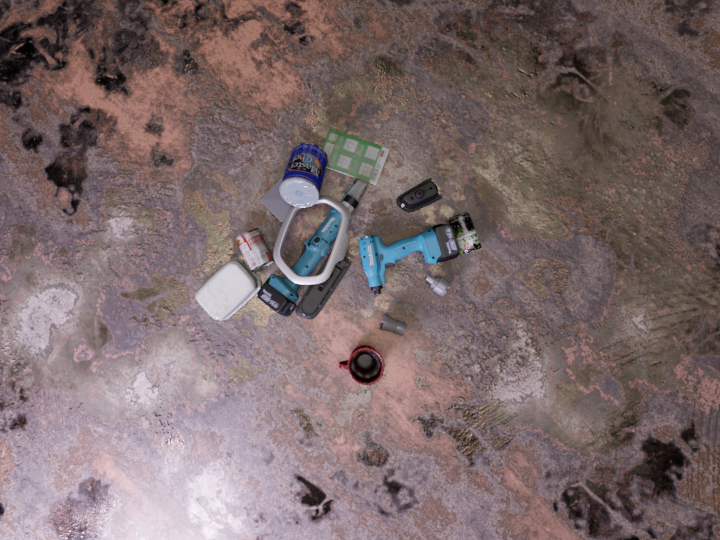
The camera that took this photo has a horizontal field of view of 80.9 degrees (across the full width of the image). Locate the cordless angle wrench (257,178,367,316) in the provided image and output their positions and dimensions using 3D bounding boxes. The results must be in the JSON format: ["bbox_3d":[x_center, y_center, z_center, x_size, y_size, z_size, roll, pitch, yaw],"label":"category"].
[{"bbox_3d":[-0.111,-0.072,1.133,0.102,0.071,0.422,34,84,24],"label":"cordless angle wrench"}]

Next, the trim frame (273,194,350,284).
[{"bbox_3d":[-0.122,-0.082,1.092,0.189,0.027,0.250,15,74,13],"label":"trim frame"}]

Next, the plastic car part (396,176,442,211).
[{"bbox_3d":[0.159,-0.201,1.128,0.116,0.070,0.066,-27,86,-3],"label":"plastic car part"}]

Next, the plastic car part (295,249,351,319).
[{"bbox_3d":[-0.101,0.044,1.133,0.066,0.067,0.203,33,91,-5],"label":"plastic car part"}]

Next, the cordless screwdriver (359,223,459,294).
[{"bbox_3d":[0.129,-0.032,1.118,0.251,0.073,0.160,-11,86,6],"label":"cordless screwdriver"}]
